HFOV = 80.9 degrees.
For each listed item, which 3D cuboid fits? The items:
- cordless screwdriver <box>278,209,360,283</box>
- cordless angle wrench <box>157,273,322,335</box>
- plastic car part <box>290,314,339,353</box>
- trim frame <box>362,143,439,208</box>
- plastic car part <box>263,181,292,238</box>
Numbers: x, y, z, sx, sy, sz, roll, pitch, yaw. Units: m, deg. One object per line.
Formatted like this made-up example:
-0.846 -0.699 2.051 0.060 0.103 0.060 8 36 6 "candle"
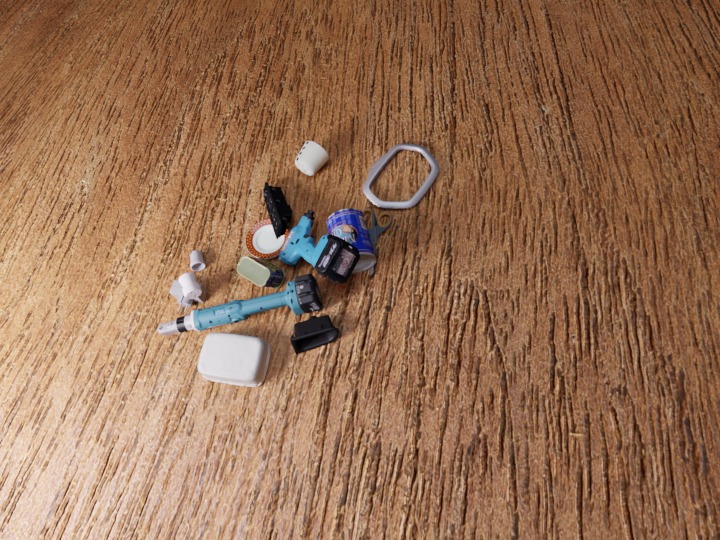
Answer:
-0.103 -0.068 1.056 0.263 0.070 0.159 20 81 50 "cordless screwdriver"
-0.311 0.103 1.062 0.426 0.094 0.077 -14 66 5 "cordless angle wrench"
-0.115 0.145 1.028 0.116 0.063 0.074 -19 49 -6 "plastic car part"
0.116 -0.275 1.225 0.191 0.026 0.248 29 72 20 "trim frame"
-0.233 -0.182 1.196 0.065 0.065 0.213 -13 49 -20 "plastic car part"
